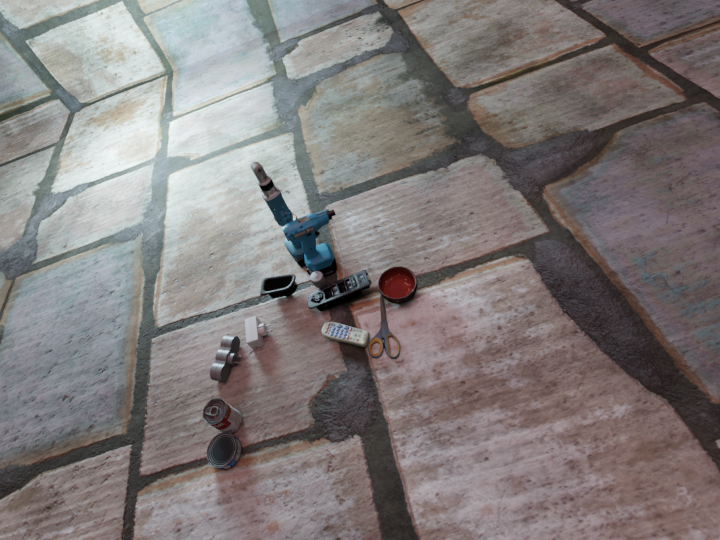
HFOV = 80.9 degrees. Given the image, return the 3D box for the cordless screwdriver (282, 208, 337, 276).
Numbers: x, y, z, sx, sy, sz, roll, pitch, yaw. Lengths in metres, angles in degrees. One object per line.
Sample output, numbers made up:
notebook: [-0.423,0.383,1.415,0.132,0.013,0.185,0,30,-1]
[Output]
cordless screwdriver: [-0.127,-0.083,1.295,0.159,0.237,0.078,-23,52,-1]

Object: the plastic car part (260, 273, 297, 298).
plastic car part: [-0.251,0.057,1.344,0.119,0.067,0.068,-8,53,12]

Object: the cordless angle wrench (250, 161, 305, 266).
cordless angle wrench: [-0.236,-0.166,1.286,0.074,0.403,0.103,-34,53,-10]

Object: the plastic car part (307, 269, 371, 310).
plastic car part: [-0.064,0.068,1.275,0.204,0.064,0.069,-21,52,3]
